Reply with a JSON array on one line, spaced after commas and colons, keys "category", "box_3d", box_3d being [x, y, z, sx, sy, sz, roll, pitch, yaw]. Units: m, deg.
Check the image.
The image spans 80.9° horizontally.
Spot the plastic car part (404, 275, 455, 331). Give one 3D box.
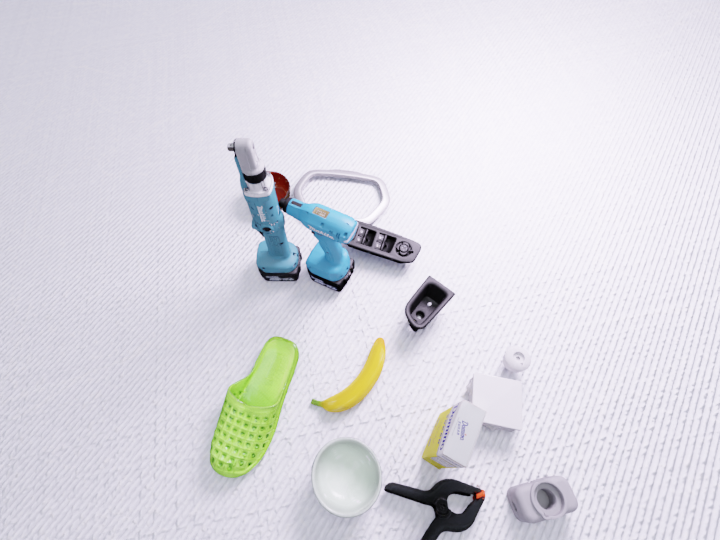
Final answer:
[{"category": "plastic car part", "box_3d": [0.134, 0.081, 0.893, 0.068, 0.069, 0.115, 37, 69, 19]}]

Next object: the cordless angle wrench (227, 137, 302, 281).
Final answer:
[{"category": "cordless angle wrench", "box_3d": [-0.181, -0.101, 0.823, 0.098, 0.411, 0.076, 2, 62, 0]}]

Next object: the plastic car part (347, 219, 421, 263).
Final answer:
[{"category": "plastic car part", "box_3d": [0.035, -0.060, 0.982, 0.208, 0.065, 0.067, 17, 63, 13]}]

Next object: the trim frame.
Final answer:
[{"category": "trim frame", "box_3d": [-0.049, -0.192, 1.085, 0.252, 0.027, 0.188, 5, 61, 7]}]

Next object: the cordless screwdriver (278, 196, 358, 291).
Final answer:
[{"category": "cordless screwdriver", "box_3d": [-0.087, -0.057, 0.888, 0.164, 0.241, 0.074, 26, 65, 13]}]
